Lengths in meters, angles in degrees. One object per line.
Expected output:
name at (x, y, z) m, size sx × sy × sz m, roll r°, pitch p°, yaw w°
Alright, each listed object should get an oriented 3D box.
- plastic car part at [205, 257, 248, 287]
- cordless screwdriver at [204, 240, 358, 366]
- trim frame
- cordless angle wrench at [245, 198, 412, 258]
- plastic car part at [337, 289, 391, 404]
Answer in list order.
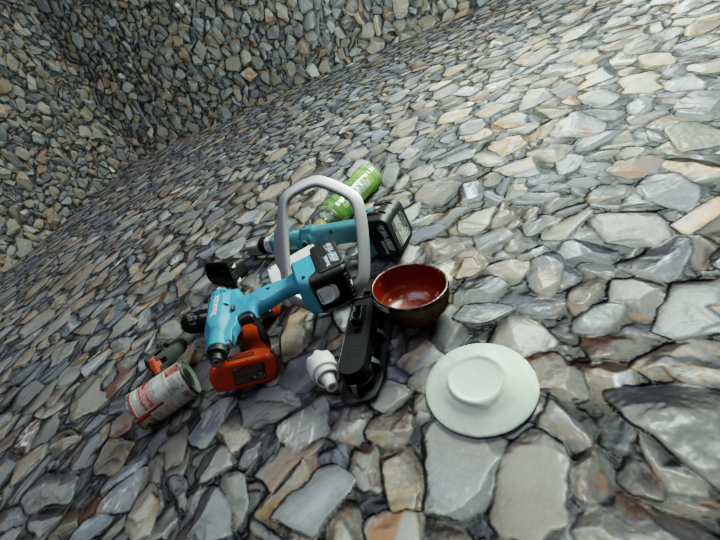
plastic car part at (-0.311, -0.005, 1.001) m, size 0.122 × 0.064 × 0.069 m, roll 5°, pitch 29°, yaw 45°
cordless screwdriver at (-0.130, 0.053, 0.666) m, size 0.250 × 0.071 × 0.165 m, roll -22°, pitch 33°, yaw 4°
trim frame at (-0.074, -0.049, 0.761) m, size 0.189 × 0.249 × 0.027 m, roll -6°, pitch -3°, yaw 16°
cordless angle wrench at (-0.101, -0.066, 0.896) m, size 0.442 × 0.094 × 0.074 m, roll -4°, pitch 35°, yaw 38°
plastic car part at (0.006, 0.097, 0.623) m, size 0.068 × 0.064 × 0.207 m, roll -9°, pitch 40°, yaw 17°
